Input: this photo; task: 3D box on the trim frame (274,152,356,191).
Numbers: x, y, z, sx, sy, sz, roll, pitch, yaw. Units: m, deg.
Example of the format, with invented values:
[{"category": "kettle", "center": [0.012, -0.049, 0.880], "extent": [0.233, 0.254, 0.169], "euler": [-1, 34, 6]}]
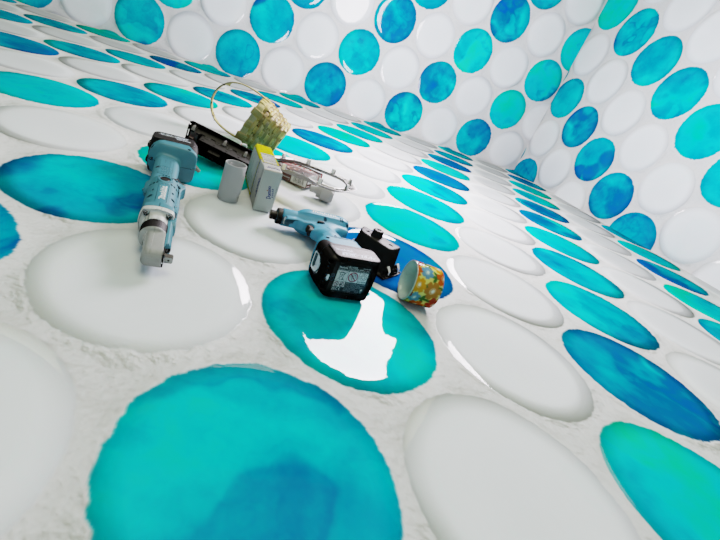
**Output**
[{"category": "trim frame", "center": [-0.124, -0.249, 1.064], "extent": [0.254, 0.027, 0.182], "euler": [25, 25, 9]}]

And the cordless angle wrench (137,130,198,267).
[{"category": "cordless angle wrench", "center": [-0.334, -0.132, 0.720], "extent": [0.094, 0.074, 0.443], "euler": [9, 29, -25]}]

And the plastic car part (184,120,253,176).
[{"category": "plastic car part", "center": [-0.327, -0.282, 1.015], "extent": [0.198, 0.066, 0.069], "euler": [23, 34, -12]}]

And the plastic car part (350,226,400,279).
[{"category": "plastic car part", "center": [0.028, -0.044, 0.815], "extent": [0.122, 0.070, 0.063], "euler": [38, 27, 26]}]

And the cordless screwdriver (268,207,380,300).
[{"category": "cordless screwdriver", "center": [-0.073, -0.048, 0.746], "extent": [0.154, 0.074, 0.260], "euler": [10, 23, -22]}]
